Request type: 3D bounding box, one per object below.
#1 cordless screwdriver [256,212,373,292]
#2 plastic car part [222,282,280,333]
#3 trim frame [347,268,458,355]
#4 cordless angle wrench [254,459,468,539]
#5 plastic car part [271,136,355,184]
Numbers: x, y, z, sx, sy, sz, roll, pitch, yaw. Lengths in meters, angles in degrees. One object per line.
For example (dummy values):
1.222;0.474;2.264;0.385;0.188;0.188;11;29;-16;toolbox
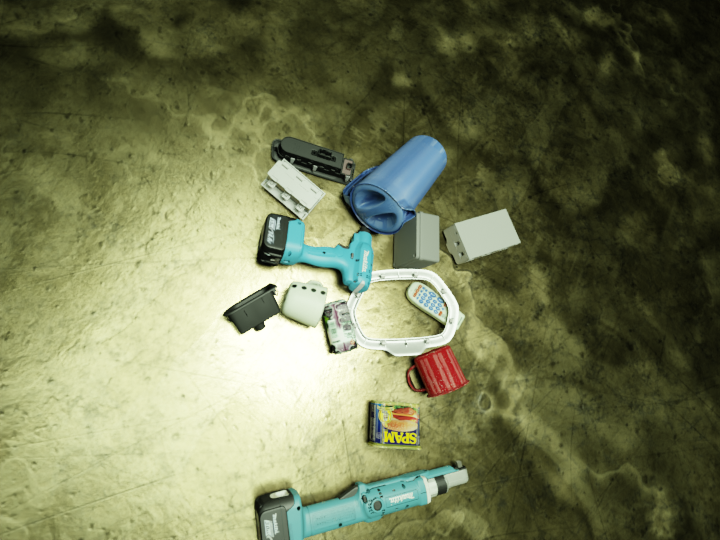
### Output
-0.088;-0.058;0.901;0.243;0.074;0.163;16;56;-12;cordless screwdriver
-0.207;0.083;0.842;0.115;0.068;0.070;-35;102;-17;plastic car part
0.091;0.088;0.910;0.246;0.027;0.187;-2;77;-6;trim frame
0.020;0.430;0.790;0.412;0.075;0.100;-5;77;-18;cordless angle wrench
-0.106;-0.257;0.966;0.200;0.067;0.067;14;79;-8;plastic car part
